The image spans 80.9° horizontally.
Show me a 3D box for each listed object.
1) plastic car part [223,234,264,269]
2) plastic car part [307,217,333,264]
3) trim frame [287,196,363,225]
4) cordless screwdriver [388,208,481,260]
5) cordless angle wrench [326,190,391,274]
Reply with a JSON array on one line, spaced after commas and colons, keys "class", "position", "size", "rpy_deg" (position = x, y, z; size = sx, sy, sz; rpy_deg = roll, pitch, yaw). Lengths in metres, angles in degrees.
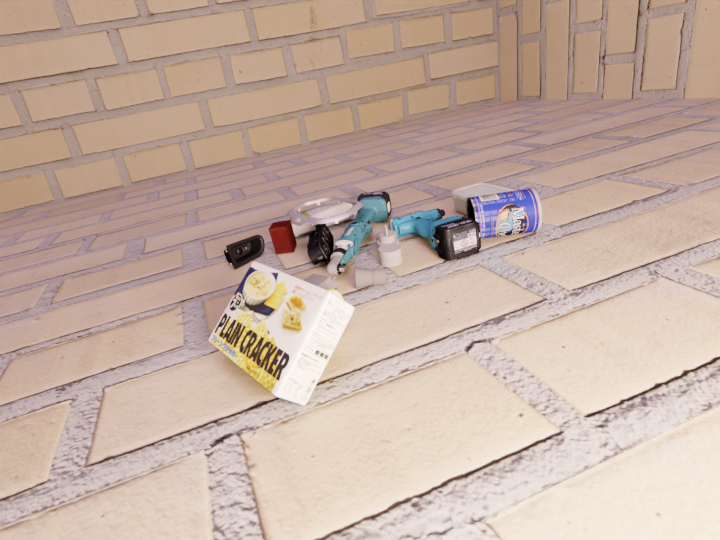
[{"class": "plastic car part", "position": [-0.321, -0.052, 1.145], "size": [0.074, 0.065, 0.113], "rpy_deg": [-8, 17, 42]}, {"class": "plastic car part", "position": [-0.105, -0.069, 1.079], "size": [0.067, 0.064, 0.209], "rpy_deg": [-24, 24, 3]}, {"class": "trim frame", "position": [-0.103, -0.165, 1.171], "size": [0.179, 0.027, 0.262], "rpy_deg": [-25, 29, -27]}, {"class": "cordless screwdriver", "position": [0.193, -0.104, 1.019], "size": [0.156, 0.072, 0.260], "rpy_deg": [-19, 22, -18]}, {"class": "cordless angle wrench", "position": [-0.008, -0.100, 1.100], "size": [0.101, 0.072, 0.423], "rpy_deg": [-2, 29, 19]}]
